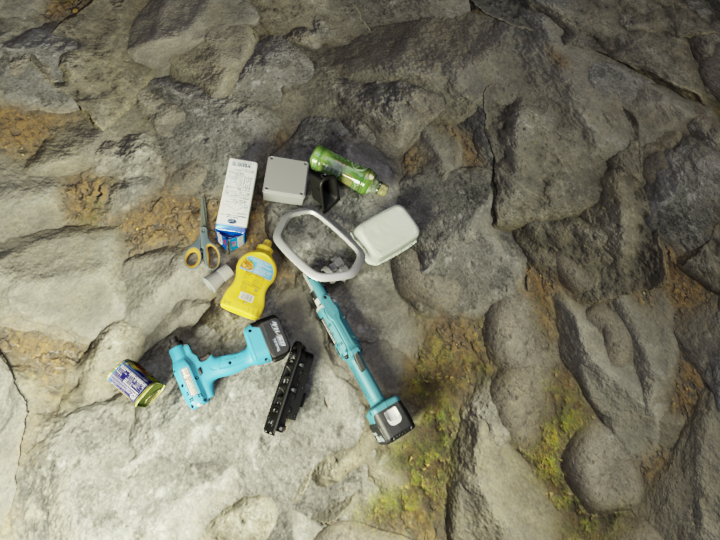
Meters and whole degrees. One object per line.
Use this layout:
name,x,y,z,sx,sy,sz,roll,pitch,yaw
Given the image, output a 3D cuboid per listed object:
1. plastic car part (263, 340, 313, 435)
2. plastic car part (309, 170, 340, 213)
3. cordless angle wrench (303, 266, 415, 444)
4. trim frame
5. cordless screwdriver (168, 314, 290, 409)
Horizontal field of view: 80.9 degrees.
plastic car part,-0.148,0.255,0.923,0.065,0.067,0.206,18,67,-15
plastic car part,-0.101,-0.216,1.092,0.074,0.112,0.065,34,65,27
cordless angle wrench,-0.027,0.174,0.964,0.073,0.097,0.436,-24,71,-19
trim frame,-0.102,-0.067,1.042,0.259,0.027,0.180,40,57,22
cordless screwdriver,-0.288,0.172,0.928,0.245,0.073,0.163,-27,76,-14
